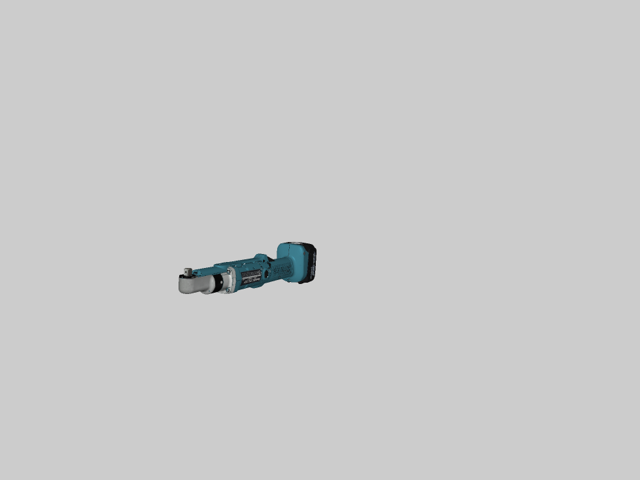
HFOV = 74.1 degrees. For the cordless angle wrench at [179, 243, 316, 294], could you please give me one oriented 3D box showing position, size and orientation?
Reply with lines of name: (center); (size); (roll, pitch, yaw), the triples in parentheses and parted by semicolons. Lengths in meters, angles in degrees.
cordless angle wrench: (-0.131, 0.063, 0.857); (0.074, 0.098, 0.422); (6, 5, 24)
